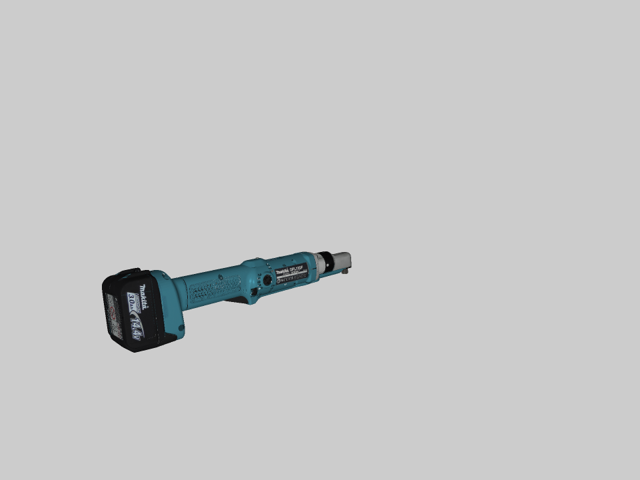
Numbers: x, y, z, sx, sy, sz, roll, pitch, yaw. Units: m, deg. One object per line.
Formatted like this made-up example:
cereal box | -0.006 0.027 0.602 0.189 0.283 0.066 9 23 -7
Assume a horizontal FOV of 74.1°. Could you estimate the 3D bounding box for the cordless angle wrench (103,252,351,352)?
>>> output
cordless angle wrench | -0.099 0.062 0.657 0.422 0.098 0.074 -11 9 -43
